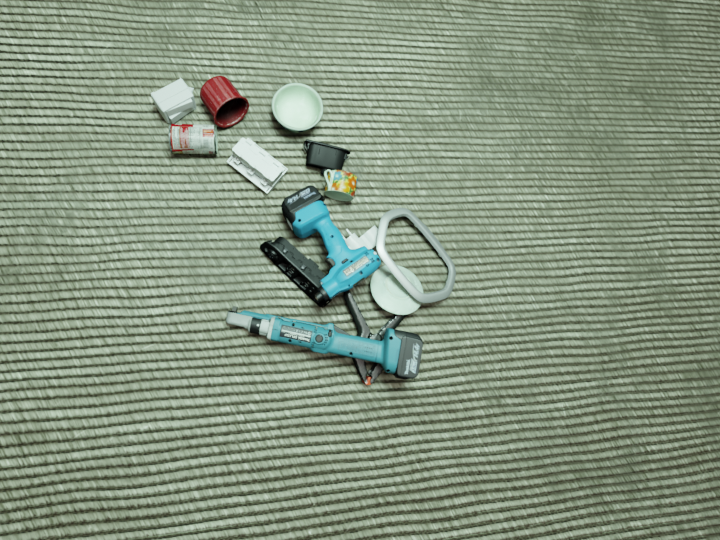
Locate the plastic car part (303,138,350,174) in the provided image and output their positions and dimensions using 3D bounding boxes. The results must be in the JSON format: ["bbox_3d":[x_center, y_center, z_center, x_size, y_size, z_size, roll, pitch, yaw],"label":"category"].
[{"bbox_3d":[-0.086,-0.269,1.024,0.114,0.067,0.071,14,94,-11],"label":"plastic car part"}]

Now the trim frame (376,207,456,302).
[{"bbox_3d":[0.132,-0.036,0.995,0.247,0.028,0.182,48,58,-3],"label":"trim frame"}]

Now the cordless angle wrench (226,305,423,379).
[{"bbox_3d":[-0.086,0.144,0.914,0.426,0.073,0.098,11,82,4],"label":"cordless angle wrench"}]

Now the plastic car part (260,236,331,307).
[{"bbox_3d":[-0.139,-0.007,0.959,0.203,0.066,0.067,39,66,-1],"label":"plastic car part"}]

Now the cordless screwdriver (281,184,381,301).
[{"bbox_3d":[-0.091,-0.060,0.932,0.158,0.072,0.258,-35,69,-13],"label":"cordless screwdriver"}]
